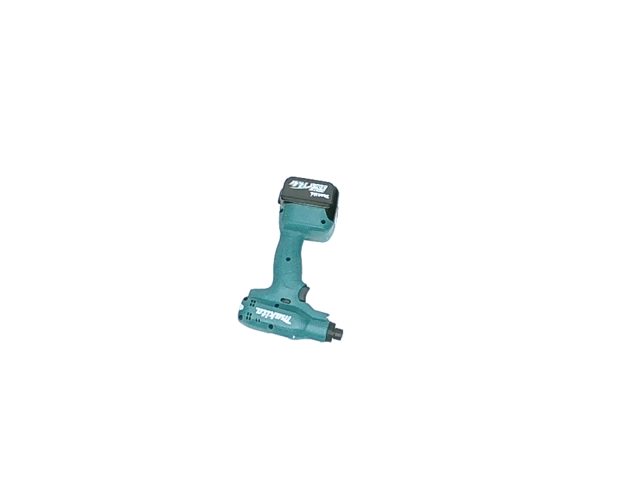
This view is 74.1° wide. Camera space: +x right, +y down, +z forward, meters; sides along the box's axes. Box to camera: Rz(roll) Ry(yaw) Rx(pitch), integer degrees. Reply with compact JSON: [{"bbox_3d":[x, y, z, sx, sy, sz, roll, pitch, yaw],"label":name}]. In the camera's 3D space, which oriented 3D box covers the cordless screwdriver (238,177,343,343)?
[{"bbox_3d":[-0.018,0.032,0.669,0.159,0.248,0.074,14,-16,5],"label":"cordless screwdriver"}]
